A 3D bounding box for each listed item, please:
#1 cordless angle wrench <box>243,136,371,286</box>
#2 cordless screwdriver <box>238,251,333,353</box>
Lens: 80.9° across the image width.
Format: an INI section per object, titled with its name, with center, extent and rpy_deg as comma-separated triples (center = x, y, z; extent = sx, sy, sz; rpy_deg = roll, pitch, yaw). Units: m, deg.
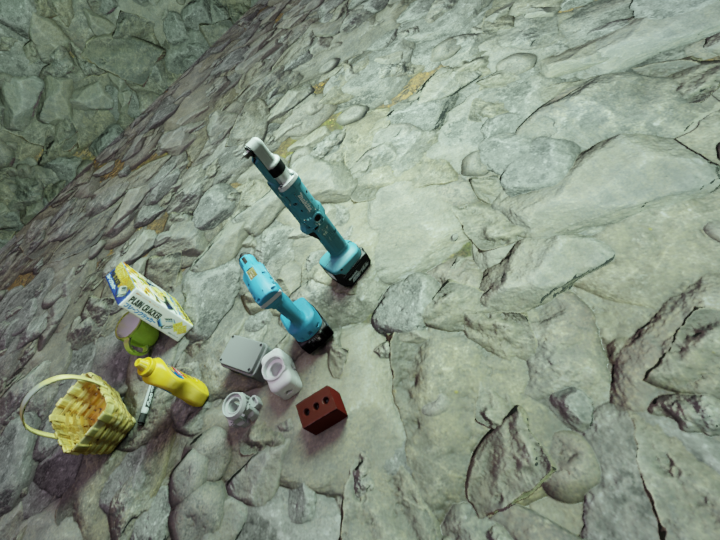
[cordless angle wrench]
center = -0.105, -0.114, 0.877
extent = 0.079, 0.400, 0.097
rpy_deg = 30, 74, 42
[cordless screwdriver]
center = -0.164, 0.064, 0.892
extent = 0.074, 0.235, 0.168
rpy_deg = -41, 45, -4
